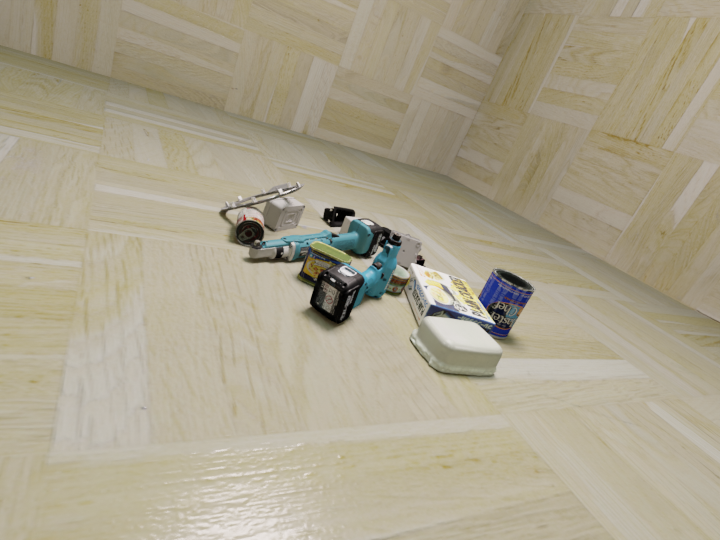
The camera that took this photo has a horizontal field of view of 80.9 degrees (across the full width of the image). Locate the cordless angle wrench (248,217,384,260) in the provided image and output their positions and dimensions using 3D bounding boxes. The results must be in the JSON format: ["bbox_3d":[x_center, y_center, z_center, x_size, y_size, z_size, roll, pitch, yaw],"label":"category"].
[{"bbox_3d":[-0.104,-0.068,1.067,0.078,0.097,0.405,36,31,32],"label":"cordless angle wrench"}]

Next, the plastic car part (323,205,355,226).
[{"bbox_3d":[-0.079,-0.181,1.386,0.075,0.065,0.111,18,14,33],"label":"plastic car part"}]

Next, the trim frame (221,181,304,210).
[{"bbox_3d":[-0.265,-0.201,1.135,0.259,0.027,0.180,-7,20,33],"label":"trim frame"}]

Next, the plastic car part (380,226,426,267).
[{"bbox_3d":[0.117,-0.078,1.312,0.063,0.066,0.215,-11,35,-43],"label":"plastic car part"}]

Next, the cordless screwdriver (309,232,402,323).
[{"bbox_3d":[0.007,0.006,0.883,0.078,0.158,0.240,31,26,22],"label":"cordless screwdriver"}]
